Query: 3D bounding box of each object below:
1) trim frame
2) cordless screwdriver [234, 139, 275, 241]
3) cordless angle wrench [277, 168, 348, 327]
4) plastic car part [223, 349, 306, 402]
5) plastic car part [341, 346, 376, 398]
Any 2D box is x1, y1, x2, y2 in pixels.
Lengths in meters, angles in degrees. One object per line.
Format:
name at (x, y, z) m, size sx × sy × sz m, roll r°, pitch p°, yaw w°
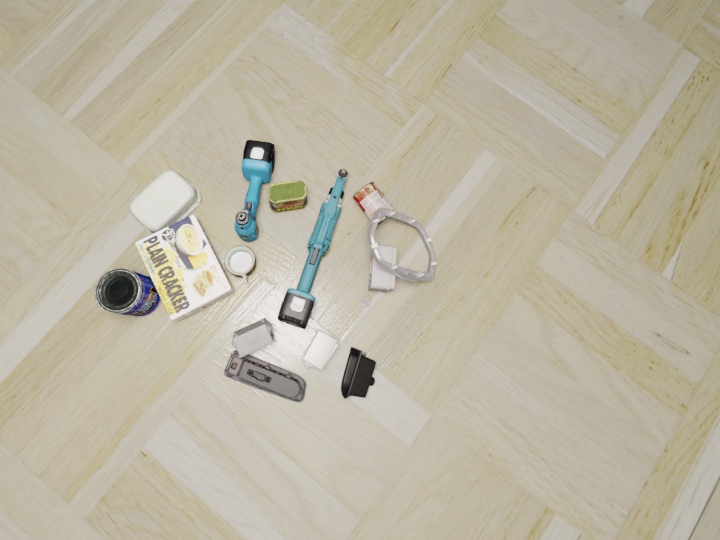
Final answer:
trim frame at (0.108, -0.060, 1.036) m, size 0.235 × 0.028 × 0.188 m, roll 16°, pitch 62°, yaw -38°
cordless screwdriver at (-0.267, -0.205, 1.046) m, size 0.074 × 0.158 × 0.251 m, roll 8°, pitch 77°, yaw -6°
cordless angle wrench at (-0.104, -0.068, 1.066) m, size 0.074 × 0.097 × 0.426 m, roll 18°, pitch 74°, yaw -3°
plastic car part at (-0.222, 0.253, 1.004) m, size 0.202 × 0.067 × 0.067 m, roll 22°, pitch 72°, yaw -1°
plastic car part at (0.001, 0.252, 1.017) m, size 0.069 × 0.067 × 0.117 m, roll 16°, pitch 81°, yaw -17°
